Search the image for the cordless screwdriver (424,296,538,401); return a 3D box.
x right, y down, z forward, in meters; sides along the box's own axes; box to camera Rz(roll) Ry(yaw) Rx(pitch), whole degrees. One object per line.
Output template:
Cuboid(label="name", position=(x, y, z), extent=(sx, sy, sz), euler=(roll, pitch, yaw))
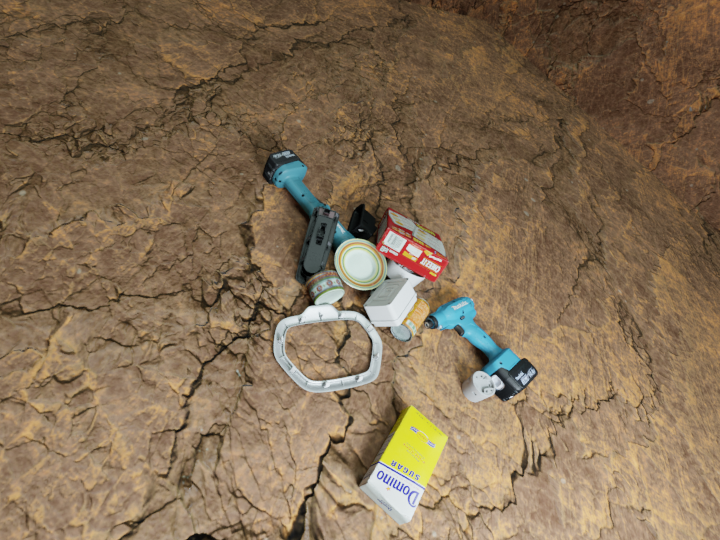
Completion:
Cuboid(label="cordless screwdriver", position=(0.269, 0.180, 0.981), extent=(0.154, 0.074, 0.260), euler=(-18, 58, -35))

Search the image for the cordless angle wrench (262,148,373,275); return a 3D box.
Cuboid(label="cordless angle wrench", position=(-0.097, -0.138, 1.085), extent=(0.095, 0.074, 0.436), euler=(-25, 68, -39))

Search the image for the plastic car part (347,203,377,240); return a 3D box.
Cuboid(label="plastic car part", position=(0.011, -0.123, 1.133), extent=(0.069, 0.067, 0.118), euler=(37, 40, -17))

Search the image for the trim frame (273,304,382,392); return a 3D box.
Cuboid(label="trim frame", position=(-0.061, 0.156, 0.878), extent=(0.240, 0.027, 0.192), euler=(-4, 53, -25))

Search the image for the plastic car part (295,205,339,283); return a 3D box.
Cuboid(label="plastic car part", position=(-0.097, -0.063, 0.988), extent=(0.065, 0.067, 0.205), euler=(18, 70, -12))
